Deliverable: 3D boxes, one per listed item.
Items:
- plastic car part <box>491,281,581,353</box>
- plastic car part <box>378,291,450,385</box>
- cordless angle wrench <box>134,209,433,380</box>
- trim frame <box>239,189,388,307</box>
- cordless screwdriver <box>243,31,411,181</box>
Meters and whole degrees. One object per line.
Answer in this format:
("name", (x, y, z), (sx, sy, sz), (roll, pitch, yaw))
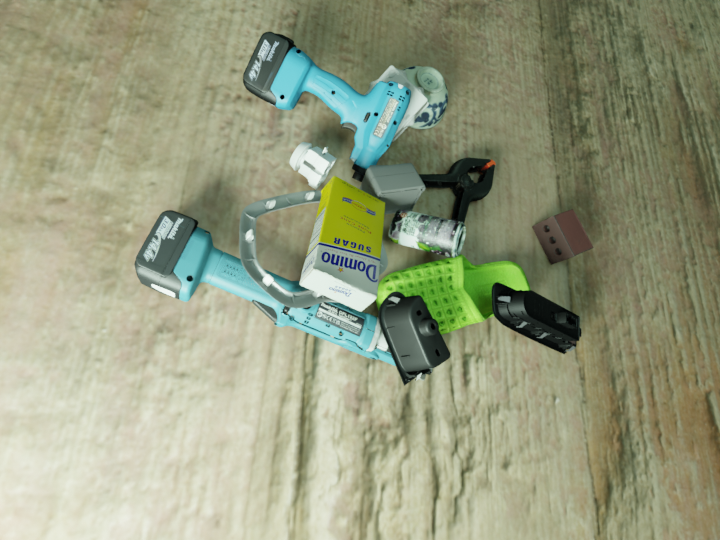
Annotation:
("plastic car part", (0.278, 0.074, 0.643), (0.194, 0.069, 0.067), (23, 76, -25))
("plastic car part", (0.075, 0.083, 0.553), (0.064, 0.073, 0.117), (-22, 90, -32))
("cordless angle wrench", (-0.083, 0.050, 0.573), (0.415, 0.075, 0.099), (24, 67, -10))
("trim frame", (-0.058, -0.038, 0.590), (0.239, 0.028, 0.189), (-19, 69, -44))
("cordless screwdriver", (-0.063, -0.256, 0.668), (0.248, 0.075, 0.158), (24, 104, -2))
